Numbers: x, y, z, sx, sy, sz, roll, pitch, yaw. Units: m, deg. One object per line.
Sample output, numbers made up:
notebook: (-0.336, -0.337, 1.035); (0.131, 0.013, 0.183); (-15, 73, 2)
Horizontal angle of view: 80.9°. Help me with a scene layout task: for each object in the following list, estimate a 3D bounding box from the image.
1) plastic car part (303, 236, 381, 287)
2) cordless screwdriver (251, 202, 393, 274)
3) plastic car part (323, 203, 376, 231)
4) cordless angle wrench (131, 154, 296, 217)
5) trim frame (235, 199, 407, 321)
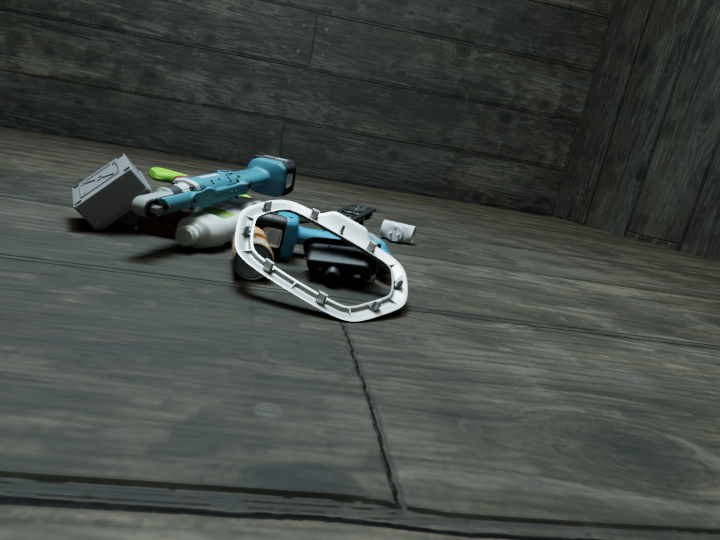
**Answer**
plastic car part: (-0.031, -0.006, 0.619); (0.117, 0.064, 0.072); (7, 28, 0)
cordless screwdriver: (-0.069, -0.045, 0.705); (0.243, 0.074, 0.164); (10, 14, -14)
plastic car part: (-0.036, -0.106, 0.955); (0.069, 0.066, 0.198); (22, 22, 18)
cordless angle wrench: (-0.241, -0.149, 0.750); (0.101, 0.073, 0.418); (14, 22, 12)
trim frame: (-0.050, -0.024, 0.557); (0.254, 0.027, 0.182); (28, 37, 11)
